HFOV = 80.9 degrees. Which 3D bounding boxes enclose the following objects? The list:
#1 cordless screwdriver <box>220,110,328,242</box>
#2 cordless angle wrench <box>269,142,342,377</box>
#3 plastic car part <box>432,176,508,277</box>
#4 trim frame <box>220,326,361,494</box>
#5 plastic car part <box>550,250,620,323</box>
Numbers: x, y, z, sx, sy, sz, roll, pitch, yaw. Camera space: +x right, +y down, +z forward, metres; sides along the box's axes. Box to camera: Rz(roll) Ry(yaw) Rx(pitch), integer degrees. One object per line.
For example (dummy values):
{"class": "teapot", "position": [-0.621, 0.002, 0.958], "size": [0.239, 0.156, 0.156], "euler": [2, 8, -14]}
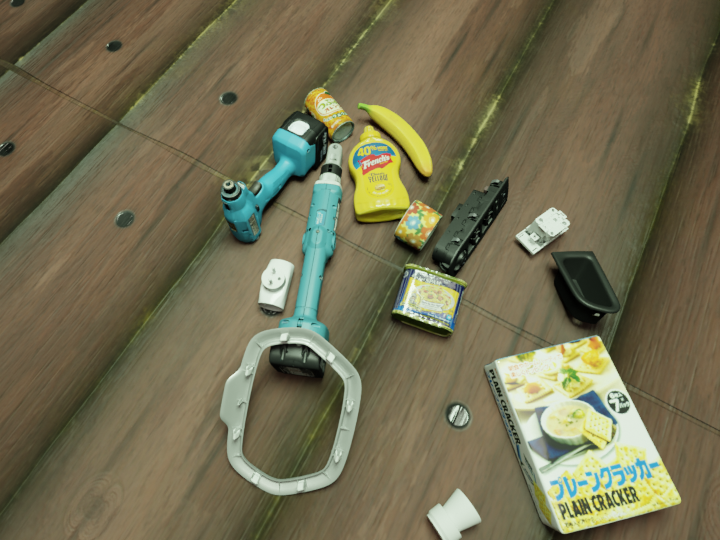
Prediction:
{"class": "cordless screwdriver", "position": [-0.150, -0.176, 0.731], "size": [0.076, 0.155, 0.248], "euler": [29, 69, 10]}
{"class": "cordless angle wrench", "position": [-0.069, -0.045, 0.708], "size": [0.075, 0.095, 0.431], "euler": [4, 64, 5]}
{"class": "plastic car part", "position": [0.184, -0.077, 0.721], "size": [0.070, 0.064, 0.203], "euler": [26, 70, 21]}
{"class": "trim frame", "position": [-0.099, 0.197, 0.577], "size": [0.187, 0.027, 0.246], "euler": [15, 100, 7]}
{"class": "plastic car part", "position": [0.341, 0.033, 0.659], "size": [0.066, 0.068, 0.120], "euler": [-2, 51, 0]}
